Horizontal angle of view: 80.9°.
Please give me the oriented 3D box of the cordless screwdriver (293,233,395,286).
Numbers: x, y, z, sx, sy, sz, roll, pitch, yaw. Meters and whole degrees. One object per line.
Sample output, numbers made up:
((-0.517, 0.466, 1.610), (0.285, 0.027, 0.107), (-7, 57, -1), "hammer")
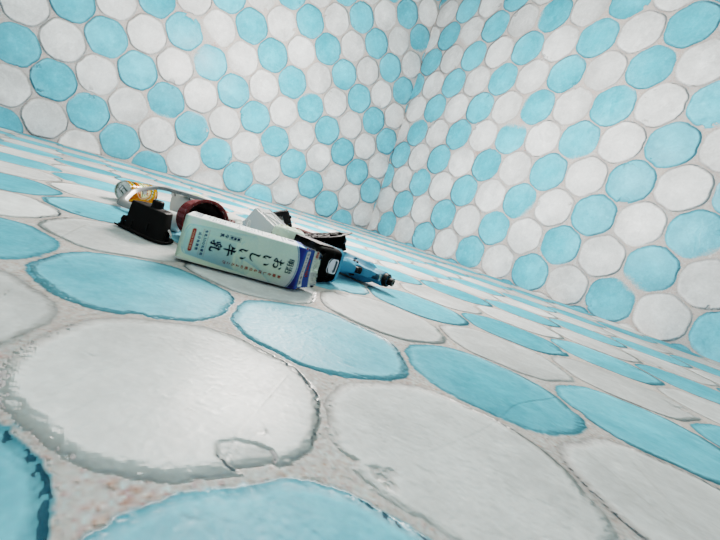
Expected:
((-0.037, -0.008, 0.917), (0.168, 0.074, 0.237), (22, 5, 30), "cordless screwdriver")

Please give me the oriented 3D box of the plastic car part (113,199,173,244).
((-0.383, -0.096, 0.775), (0.122, 0.070, 0.063), (18, 8, 26), "plastic car part")

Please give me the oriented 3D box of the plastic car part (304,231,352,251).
((-0.108, -0.071, 1.106), (0.212, 0.067, 0.063), (-3, 5, 44), "plastic car part")

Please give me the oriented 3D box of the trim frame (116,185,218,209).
((-0.457, -0.161, 1.010), (0.257, 0.027, 0.182), (15, 29, 19), "trim frame")

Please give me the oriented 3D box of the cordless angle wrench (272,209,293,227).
((-0.279, -0.148, 1.318), (0.096, 0.073, 0.434), (-11, 11, -13), "cordless angle wrench")
